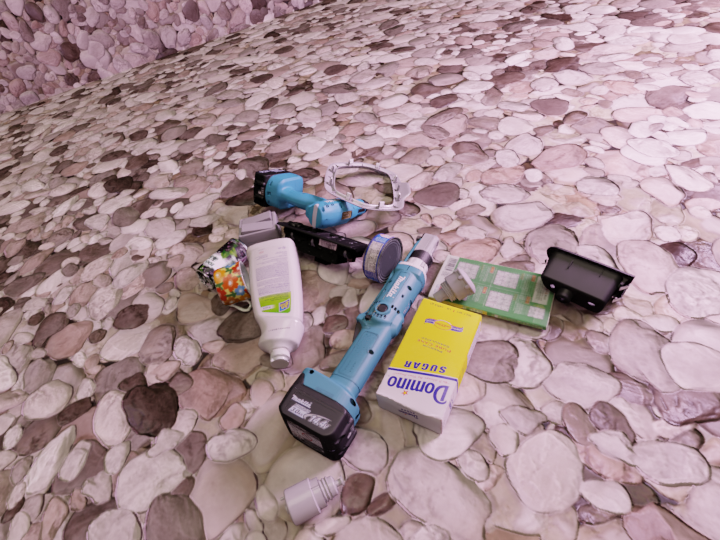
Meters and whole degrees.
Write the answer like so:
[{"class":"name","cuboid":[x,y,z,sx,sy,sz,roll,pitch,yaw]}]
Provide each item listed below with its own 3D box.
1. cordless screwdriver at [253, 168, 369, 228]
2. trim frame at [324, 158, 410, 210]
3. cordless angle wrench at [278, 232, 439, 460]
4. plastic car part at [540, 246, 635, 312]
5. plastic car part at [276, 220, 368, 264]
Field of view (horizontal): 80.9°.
[{"class":"cordless screwdriver","cuboid":[-0.112,-0.161,0.929,0.263,0.073,0.153,27,31,36]},{"class":"trim frame","cuboid":[0.015,-0.190,0.914,0.183,0.027,0.254,10,31,-4]},{"class":"cordless angle wrench","cuboid":[0.034,0.077,0.662,0.103,0.071,0.420,16,50,27]},{"class":"plastic car part","cuboid":[0.324,0.021,0.632,0.122,0.063,0.070,27,66,29]},{"class":"plastic car part","cuboid":[-0.081,-0.053,0.826,0.214,0.066,0.064,24,26,33]}]
